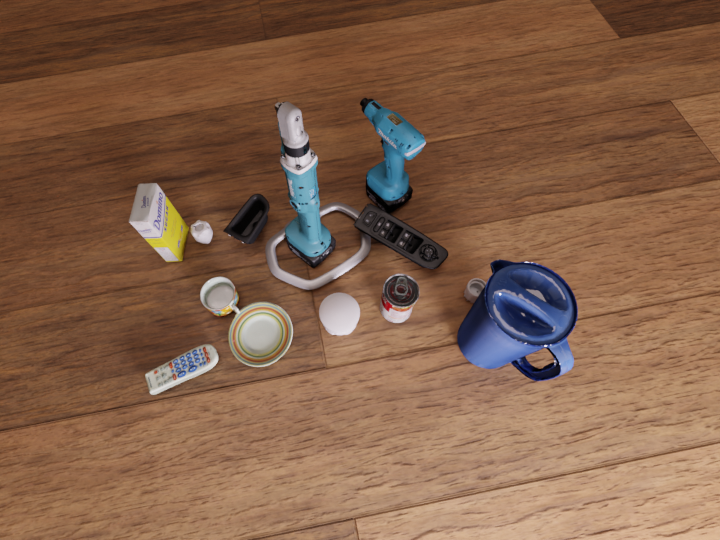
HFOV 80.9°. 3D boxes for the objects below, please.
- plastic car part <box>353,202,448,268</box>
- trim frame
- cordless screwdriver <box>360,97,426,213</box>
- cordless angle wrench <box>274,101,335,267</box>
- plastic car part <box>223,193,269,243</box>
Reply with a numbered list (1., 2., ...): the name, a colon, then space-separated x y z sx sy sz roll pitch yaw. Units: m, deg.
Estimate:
1. plastic car part: 0.085 -0.062 0.909 0.210 0.065 0.066 30 68 17
2. trim frame: -0.092 -0.060 0.940 0.246 0.027 0.192 -34 66 -13
3. cordless screwdriver: 0.052 -0.241 0.903 0.073 0.242 0.165 -34 69 -16
4. cordless angle wrench: -0.103 -0.136 0.764 0.101 0.412 0.074 39 70 15
5. plastic car part: -0.242 -0.106 0.949 0.068 0.069 0.116 26 67 13
